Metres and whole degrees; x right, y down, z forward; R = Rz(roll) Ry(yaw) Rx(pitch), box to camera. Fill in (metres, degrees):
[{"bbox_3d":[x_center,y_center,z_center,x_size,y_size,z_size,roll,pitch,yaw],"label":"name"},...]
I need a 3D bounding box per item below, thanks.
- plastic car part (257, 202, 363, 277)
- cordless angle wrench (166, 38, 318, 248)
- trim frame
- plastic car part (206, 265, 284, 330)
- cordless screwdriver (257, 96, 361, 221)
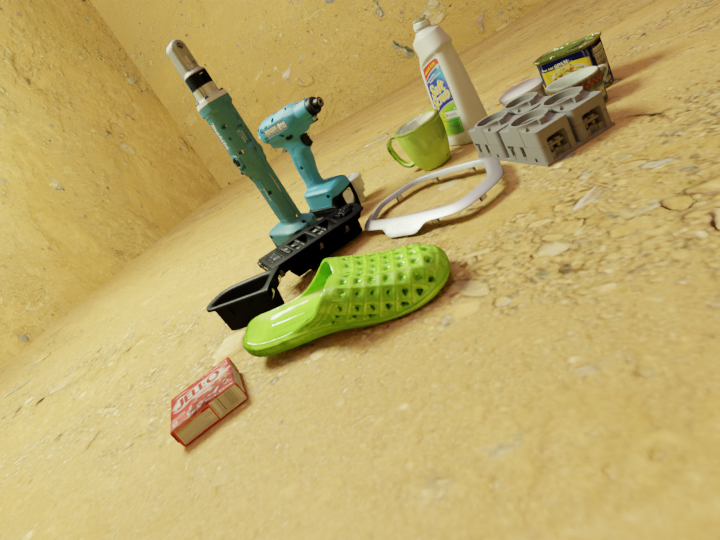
[{"bbox_3d":[-0.069,-0.045,0.711,0.201,0.065,0.069,-40,22,-16],"label":"plastic car part"},{"bbox_3d":[-0.195,-0.197,0.732,0.102,0.410,0.073,-7,30,52],"label":"cordless angle wrench"},{"bbox_3d":[0.109,-0.115,0.670,0.260,0.026,0.182,-3,37,50],"label":"trim frame"},{"bbox_3d":[-0.160,0.053,0.625,0.119,0.069,0.067,-24,22,21],"label":"plastic car part"},{"bbox_3d":[-0.081,-0.205,0.819,0.166,0.241,0.074,-13,26,43],"label":"cordless screwdriver"}]
